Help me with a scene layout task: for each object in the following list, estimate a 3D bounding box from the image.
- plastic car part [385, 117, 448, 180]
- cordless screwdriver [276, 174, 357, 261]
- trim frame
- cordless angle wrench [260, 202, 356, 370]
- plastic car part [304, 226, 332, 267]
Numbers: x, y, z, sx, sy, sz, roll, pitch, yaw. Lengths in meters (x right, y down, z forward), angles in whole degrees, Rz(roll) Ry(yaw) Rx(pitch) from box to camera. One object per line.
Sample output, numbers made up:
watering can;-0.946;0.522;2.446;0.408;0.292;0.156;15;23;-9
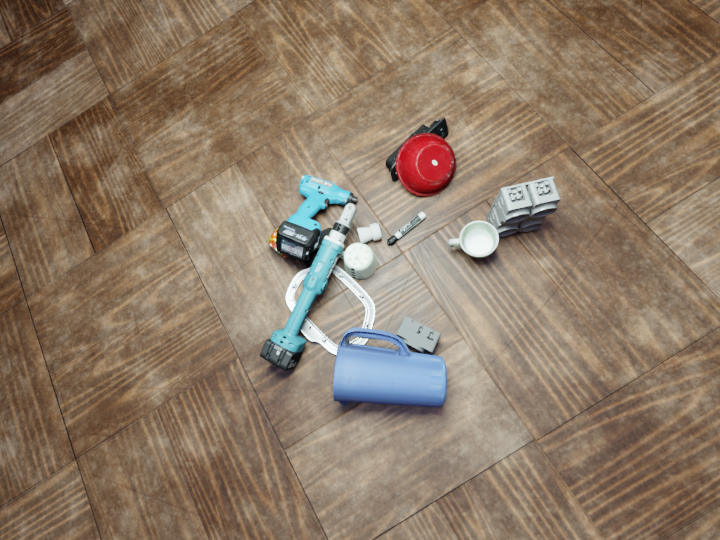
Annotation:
plastic car part;0.140;-0.326;1.121;0.202;0.063;0.070;-47;64;-4
cordless screwdriver;-0.109;-0.136;1.074;0.161;0.073;0.252;17;52;3
trim frame;-0.078;0.093;1.063;0.184;0.027;0.257;-45;73;-2
cordless angle wrench;-0.108;0.028;1.018;0.076;0.095;0.423;24;85;13
plastic car part;-0.108;-0.071;1.103;0.116;0.063;0.074;-30;59;-3
